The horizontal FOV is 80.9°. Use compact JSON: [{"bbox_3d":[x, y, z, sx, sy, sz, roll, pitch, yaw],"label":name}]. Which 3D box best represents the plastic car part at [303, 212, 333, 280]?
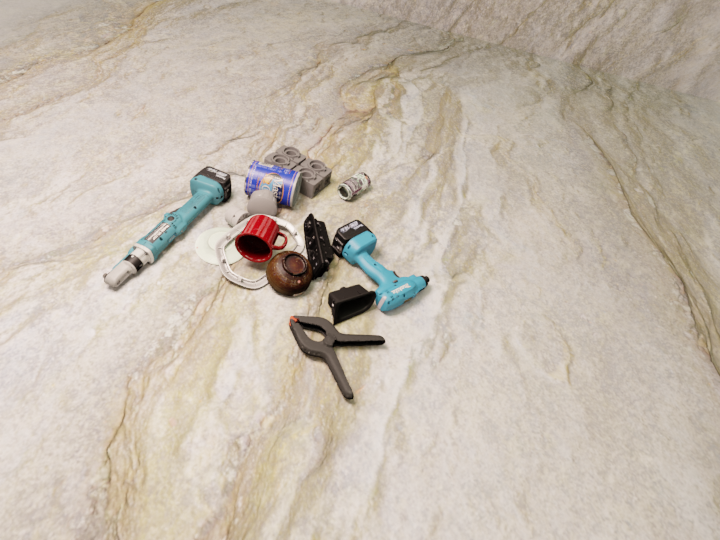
[{"bbox_3d":[-0.107,-0.070,1.092,0.065,0.066,0.212,2,46,-25],"label":"plastic car part"}]

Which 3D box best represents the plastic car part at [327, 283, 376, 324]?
[{"bbox_3d":[-0.030,0.067,0.987,0.113,0.064,0.075,-20,41,-31],"label":"plastic car part"}]

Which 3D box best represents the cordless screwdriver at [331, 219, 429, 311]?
[{"bbox_3d":[0.049,-0.022,1.072,0.155,0.073,0.260,-24,60,-30],"label":"cordless screwdriver"}]

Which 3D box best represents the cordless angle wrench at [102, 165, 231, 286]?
[{"bbox_3d":[-0.472,-0.113,1.058,0.100,0.073,0.424,22,50,7],"label":"cordless angle wrench"}]

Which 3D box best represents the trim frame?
[{"bbox_3d":[-0.248,-0.056,1.060,0.188,0.027,0.245,38,49,8],"label":"trim frame"}]
